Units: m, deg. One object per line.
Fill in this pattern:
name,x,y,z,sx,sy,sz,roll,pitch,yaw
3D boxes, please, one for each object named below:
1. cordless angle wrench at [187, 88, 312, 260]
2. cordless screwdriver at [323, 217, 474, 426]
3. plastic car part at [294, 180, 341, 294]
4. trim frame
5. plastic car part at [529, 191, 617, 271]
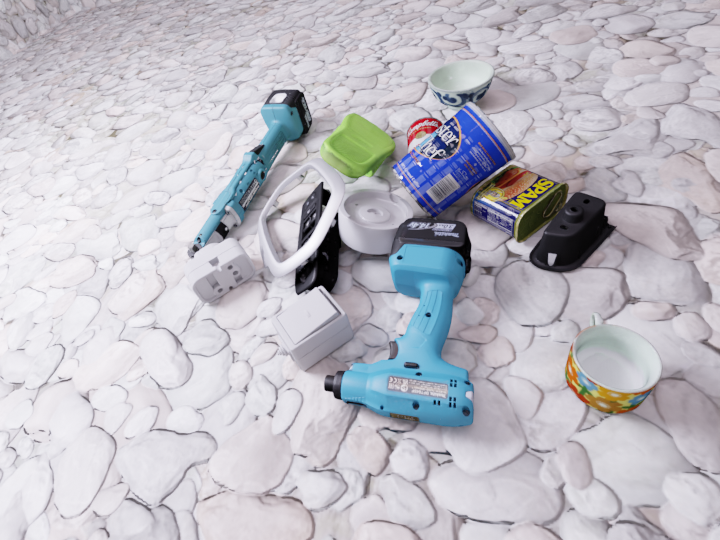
cordless angle wrench,-0.206,-0.184,0.799,0.077,0.093,0.427,7,56,21
cordless screwdriver,0.055,0.051,0.512,0.164,0.071,0.253,1,53,18
plastic car part,-0.062,-0.041,0.637,0.067,0.064,0.208,-37,33,34
trim frame,-0.100,-0.086,0.652,0.184,0.026,0.261,-48,36,9
plastic car part,0.271,-0.056,0.539,0.115,0.068,0.070,-40,49,-23
